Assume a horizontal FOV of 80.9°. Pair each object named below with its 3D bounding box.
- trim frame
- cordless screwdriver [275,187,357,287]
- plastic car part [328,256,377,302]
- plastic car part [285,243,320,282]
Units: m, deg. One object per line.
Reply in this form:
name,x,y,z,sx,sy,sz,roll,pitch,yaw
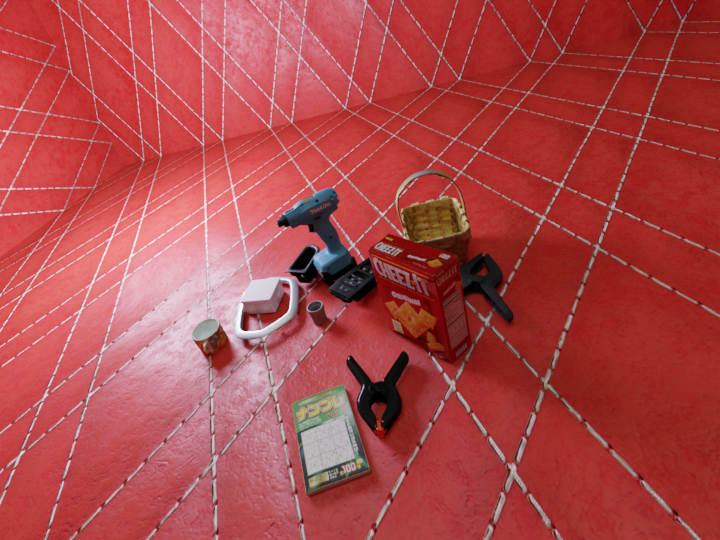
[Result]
trim frame,-0.246,0.091,1.092,0.185,0.026,0.257,-17,34,4
cordless screwdriver,-0.103,-0.067,1.051,0.157,0.239,0.078,-28,33,-15
plastic car part,0.017,0.019,1.025,0.070,0.064,0.200,16,47,42
plastic car part,-0.139,-0.009,1.141,0.069,0.068,0.116,2,39,29
